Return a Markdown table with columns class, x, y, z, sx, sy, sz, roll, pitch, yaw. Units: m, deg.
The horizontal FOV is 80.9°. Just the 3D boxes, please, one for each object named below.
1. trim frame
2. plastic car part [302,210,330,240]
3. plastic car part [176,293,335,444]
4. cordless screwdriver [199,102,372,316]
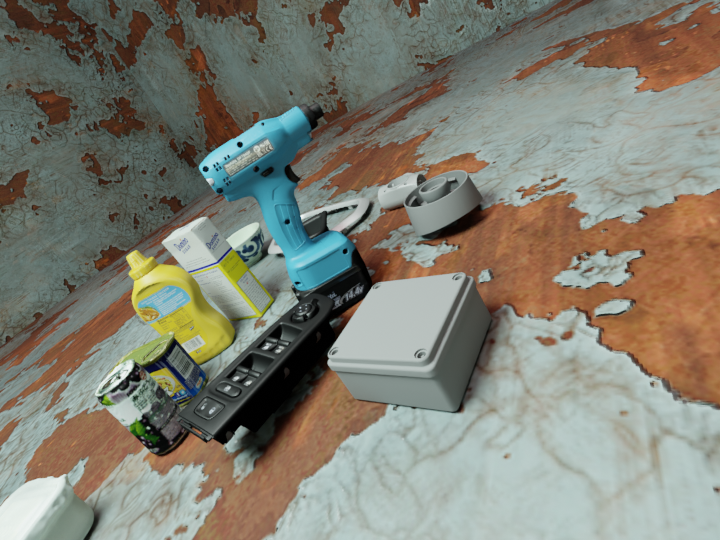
| class | x | y | z | sx | sy | sz | roll | pitch | yaw |
| --- | --- | --- | --- | --- | --- | --- | --- | --- | --- |
| trim frame | -0.088 | -0.091 | 0.859 | 0.259 | 0.026 | 0.183 | -10 | 32 | 41 |
| plastic car part | -0.068 | -0.044 | 0.694 | 0.066 | 0.068 | 0.120 | -30 | 23 | 7 |
| plastic car part | -0.088 | 0.101 | 0.446 | 0.069 | 0.065 | 0.201 | -8 | 34 | 46 |
| cordless screwdriver | -0.065 | -0.072 | 0.530 | 0.158 | 0.241 | 0.077 | -34 | 20 | -5 |
